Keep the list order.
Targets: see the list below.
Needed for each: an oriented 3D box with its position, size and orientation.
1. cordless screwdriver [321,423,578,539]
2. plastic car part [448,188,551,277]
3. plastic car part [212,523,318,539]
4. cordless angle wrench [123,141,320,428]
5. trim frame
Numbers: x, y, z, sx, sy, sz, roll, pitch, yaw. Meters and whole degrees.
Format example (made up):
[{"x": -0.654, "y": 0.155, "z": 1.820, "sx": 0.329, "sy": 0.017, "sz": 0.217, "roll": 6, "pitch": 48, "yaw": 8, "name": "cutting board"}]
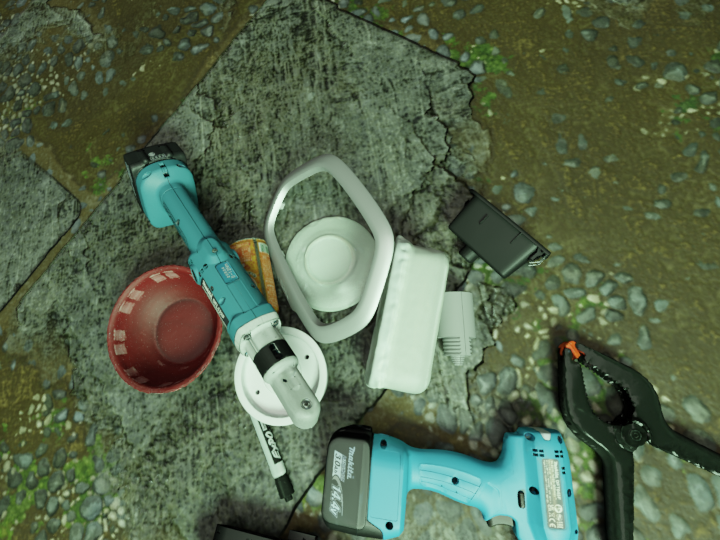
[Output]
[{"x": 0.086, "y": 0.243, "z": 0.434, "sx": 0.252, "sy": 0.072, "sz": 0.162, "roll": -1, "pitch": 75, "yaw": 8, "name": "cordless screwdriver"}, {"x": 0.156, "y": -0.035, "z": 0.508, "sx": 0.121, "sy": 0.063, "sz": 0.071, "roll": 44, "pitch": 100, "yaw": 21, "name": "plastic car part"}, {"x": -0.085, "y": 0.317, "z": 0.454, "sx": 0.207, "sy": 0.064, "sz": 0.068, "roll": 2, "pitch": 66, "yaw": 12, "name": "plastic car part"}, {"x": -0.171, "y": -0.005, "z": 0.499, "sx": 0.072, "sy": 0.096, "sz": 0.444, "roll": -24, "pitch": 55, "yaw": -28, "name": "cordless angle wrench"}, {"x": -0.050, "y": -0.033, "z": 0.516, "sx": 0.185, "sy": 0.026, "sz": 0.261, "roll": -50, "pitch": 53, "yaw": 23, "name": "trim frame"}]
